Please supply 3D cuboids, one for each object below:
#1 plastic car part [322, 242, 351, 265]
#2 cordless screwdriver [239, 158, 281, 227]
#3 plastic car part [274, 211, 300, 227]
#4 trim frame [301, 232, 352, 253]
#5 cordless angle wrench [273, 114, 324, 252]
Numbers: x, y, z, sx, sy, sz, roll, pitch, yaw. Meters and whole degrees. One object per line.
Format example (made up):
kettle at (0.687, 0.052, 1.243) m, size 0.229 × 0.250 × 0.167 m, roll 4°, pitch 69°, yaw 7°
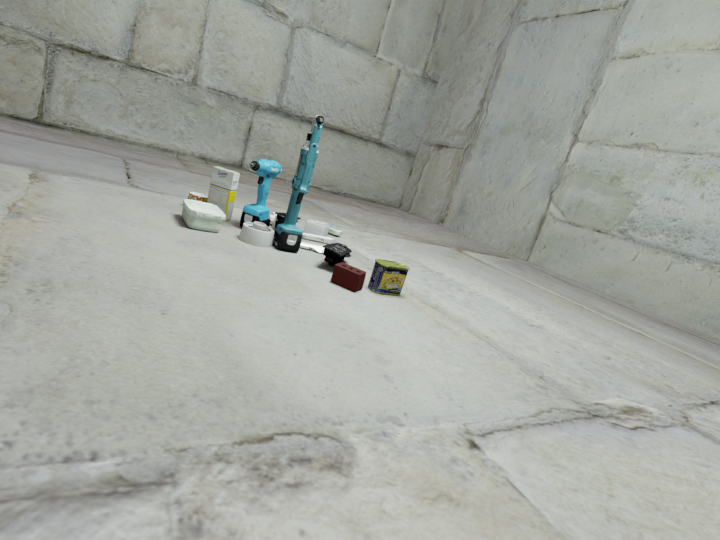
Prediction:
plastic car part at (-0.072, -0.049, 1.314) m, size 0.067 × 0.066 × 0.201 m, roll 18°, pitch 14°, yaw 7°
cordless screwdriver at (-0.347, -0.253, 1.428) m, size 0.077 × 0.247 × 0.155 m, roll 21°, pitch 13°, yaw 15°
plastic car part at (-0.283, -0.175, 1.563) m, size 0.069 × 0.070 × 0.113 m, roll 21°, pitch 14°, yaw 20°
trim frame at (-0.146, -0.095, 1.493) m, size 0.240 × 0.027 × 0.192 m, roll 10°, pitch 15°, yaw -22°
cordless angle wrench at (-0.183, -0.268, 1.307) m, size 0.071 × 0.420 × 0.103 m, roll 10°, pitch 14°, yaw -28°
